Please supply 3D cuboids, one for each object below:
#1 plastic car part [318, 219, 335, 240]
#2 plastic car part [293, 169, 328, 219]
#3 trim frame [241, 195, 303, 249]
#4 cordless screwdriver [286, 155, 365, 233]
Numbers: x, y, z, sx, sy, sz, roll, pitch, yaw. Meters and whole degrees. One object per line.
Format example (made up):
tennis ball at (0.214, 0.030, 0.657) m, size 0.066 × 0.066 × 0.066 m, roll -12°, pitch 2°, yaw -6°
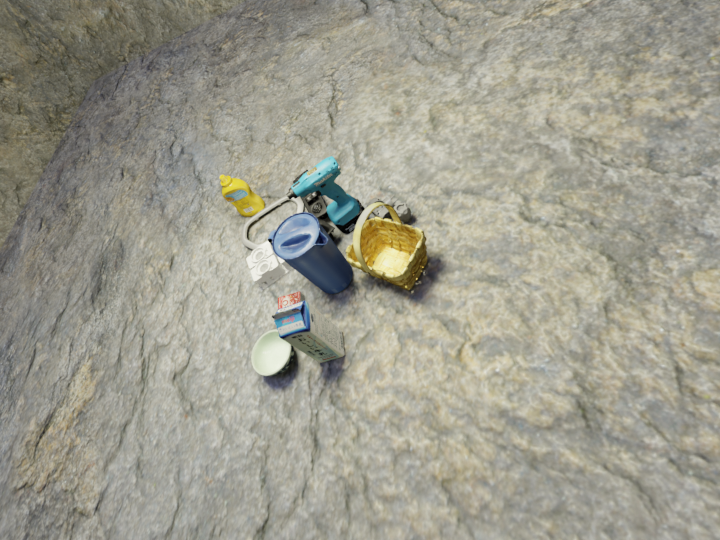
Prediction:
plastic car part at (-0.121, -0.079, 1.241) m, size 0.070 × 0.067 × 0.116 m, roll 32°, pitch 79°, yaw 38°
plastic car part at (-0.152, -0.232, 1.356) m, size 0.067 × 0.063 × 0.213 m, roll -33°, pitch 51°, yaw 7°
trim frame at (-0.295, -0.162, 1.416) m, size 0.250 × 0.026 × 0.194 m, roll -34°, pitch 51°, yaw 6°
cordless screwdriver at (-0.090, -0.194, 1.185) m, size 0.160 × 0.235 × 0.078 m, roll -33°, pitch 51°, yaw 6°
